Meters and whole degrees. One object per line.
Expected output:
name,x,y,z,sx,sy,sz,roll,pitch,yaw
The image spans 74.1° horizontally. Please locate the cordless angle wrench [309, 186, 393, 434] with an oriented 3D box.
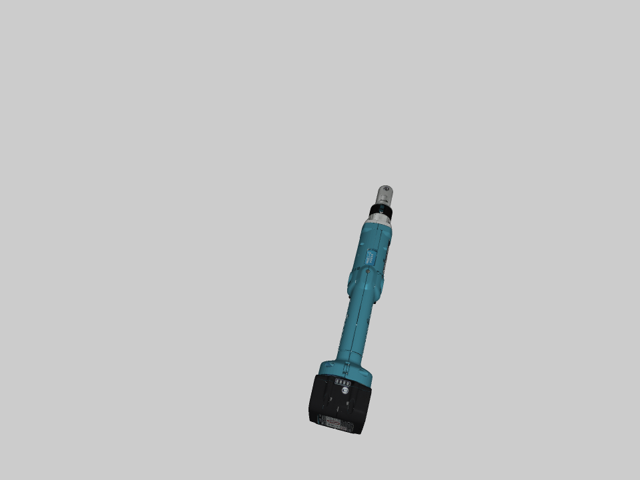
cordless angle wrench,0.070,0.070,0.665,0.074,0.421,0.098,12,-35,8
